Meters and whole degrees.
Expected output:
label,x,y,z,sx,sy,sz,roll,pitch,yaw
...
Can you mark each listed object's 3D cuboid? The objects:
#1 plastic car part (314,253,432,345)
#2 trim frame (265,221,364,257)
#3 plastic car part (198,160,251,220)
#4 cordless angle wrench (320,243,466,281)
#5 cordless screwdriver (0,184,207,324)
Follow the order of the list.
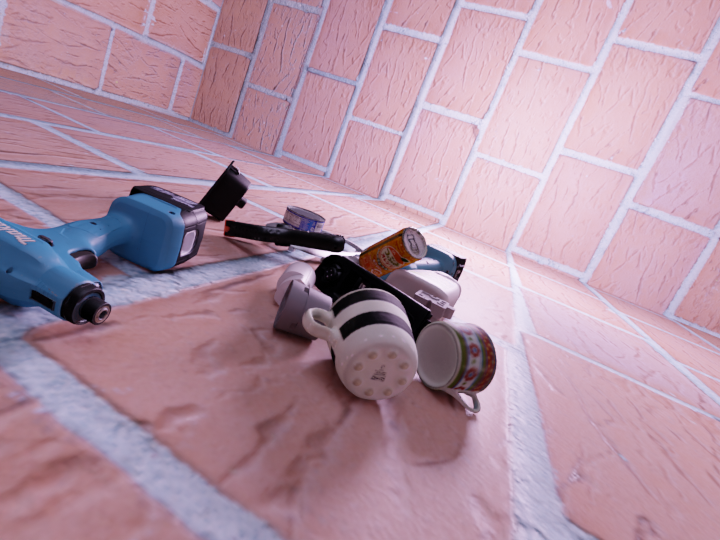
label,x,y,z,sx,sy,sz,roll,pitch,yaw
plastic car part,0.013,0.038,0.575,0.215,0.066,0.063,33,8,40
trim frame,-0.084,-0.055,0.857,0.194,0.027,0.236,29,14,33
plastic car part,-0.248,-0.138,0.787,0.068,0.117,0.068,42,6,-22
cordless angle wrench,0.076,-0.010,0.831,0.103,0.074,0.403,31,20,35
cordless screwdriver,-0.243,-0.023,0.426,0.163,0.074,0.245,23,18,9
